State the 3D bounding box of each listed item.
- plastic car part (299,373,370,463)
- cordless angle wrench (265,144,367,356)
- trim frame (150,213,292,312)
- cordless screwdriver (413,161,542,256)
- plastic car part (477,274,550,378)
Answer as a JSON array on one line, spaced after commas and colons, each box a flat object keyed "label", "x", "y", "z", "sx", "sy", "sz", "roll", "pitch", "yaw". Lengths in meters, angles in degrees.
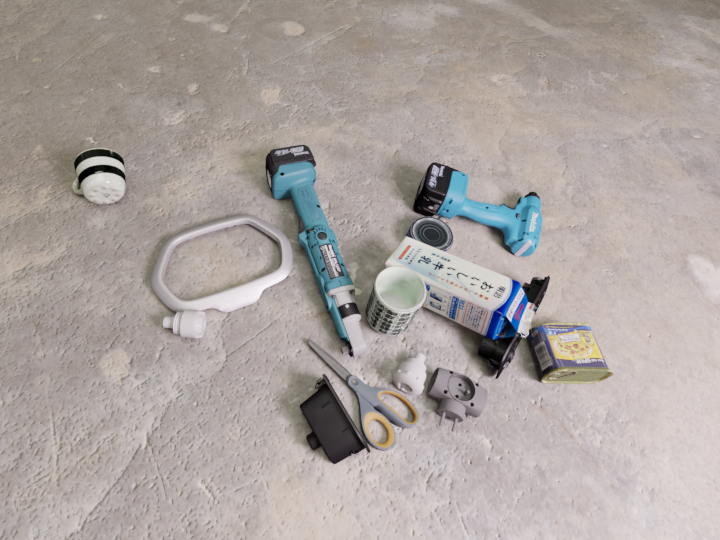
[{"label": "plastic car part", "x": -0.045, "y": 0.216, "z": 0.593, "sx": 0.070, "sy": 0.064, "sz": 0.121, "roll": -29, "pitch": 67, "yaw": -7}, {"label": "cordless angle wrench", "x": -0.074, "y": -0.049, "z": 0.759, "sx": 0.096, "sy": 0.073, "sz": 0.440, "roll": -14, "pitch": 61, "yaw": -16}, {"label": "trim frame", "x": -0.240, "y": -0.015, "z": 0.743, "sx": 0.243, "sy": 0.027, "sz": 0.192, "roll": -20, "pitch": 60, "yaw": -20}, {"label": "cordless screwdriver", "x": 0.243, "y": -0.141, "z": 0.852, "sx": 0.252, "sy": 0.073, "sz": 0.160, "roll": 24, "pitch": 56, "yaw": 5}, {"label": "plastic car part", "x": 0.253, "y": 0.084, "z": 0.706, "sx": 0.070, "sy": 0.064, "sz": 0.202, "roll": 25, "pitch": 57, "yaw": 20}]
